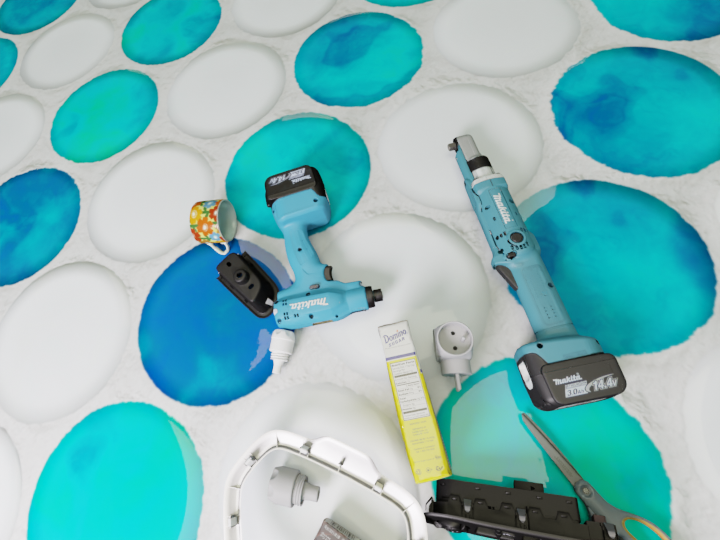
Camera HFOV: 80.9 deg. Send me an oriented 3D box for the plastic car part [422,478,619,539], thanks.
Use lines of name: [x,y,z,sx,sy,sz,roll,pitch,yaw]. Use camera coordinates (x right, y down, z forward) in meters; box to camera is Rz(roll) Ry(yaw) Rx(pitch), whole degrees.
plastic car part: [0.169,0.268,0.465,0.208,0.063,0.068,-4,56,17]

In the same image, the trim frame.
trim frame: [-0.048,0.292,0.482,0.257,0.026,0.185,18,71,19]

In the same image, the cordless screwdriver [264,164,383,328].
cordless screwdriver: [-0.064,-0.042,0.657,0.161,0.072,0.256,-13,68,5]

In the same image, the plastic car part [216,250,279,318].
plastic car part: [-0.179,0.015,0.657,0.122,0.068,0.066,40,80,26]

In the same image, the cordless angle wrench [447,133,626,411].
cordless angle wrench: [0.214,-0.032,0.595,0.098,0.071,0.438,-15,62,3]
